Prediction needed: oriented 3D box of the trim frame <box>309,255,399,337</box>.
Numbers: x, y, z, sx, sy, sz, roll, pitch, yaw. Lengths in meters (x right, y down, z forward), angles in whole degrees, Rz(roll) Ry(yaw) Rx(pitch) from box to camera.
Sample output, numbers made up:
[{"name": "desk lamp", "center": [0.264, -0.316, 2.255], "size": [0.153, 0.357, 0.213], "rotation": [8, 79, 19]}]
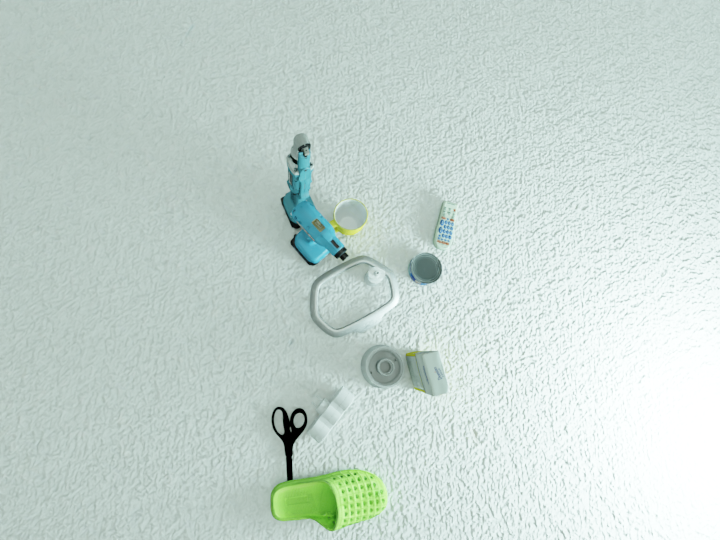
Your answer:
[{"name": "trim frame", "center": [-0.018, 0.068, 1.109], "size": [0.246, 0.027, 0.187], "rotation": [-29, 80, -10]}]

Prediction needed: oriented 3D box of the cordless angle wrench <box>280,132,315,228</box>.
[{"name": "cordless angle wrench", "center": [-0.139, -0.201, 0.967], "size": [0.073, 0.421, 0.099], "rotation": [-23, 83, -12]}]

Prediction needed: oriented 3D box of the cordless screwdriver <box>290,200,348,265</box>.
[{"name": "cordless screwdriver", "center": [-0.100, -0.065, 1.024], "size": [0.074, 0.248, 0.161], "rotation": [-41, 86, -14]}]
